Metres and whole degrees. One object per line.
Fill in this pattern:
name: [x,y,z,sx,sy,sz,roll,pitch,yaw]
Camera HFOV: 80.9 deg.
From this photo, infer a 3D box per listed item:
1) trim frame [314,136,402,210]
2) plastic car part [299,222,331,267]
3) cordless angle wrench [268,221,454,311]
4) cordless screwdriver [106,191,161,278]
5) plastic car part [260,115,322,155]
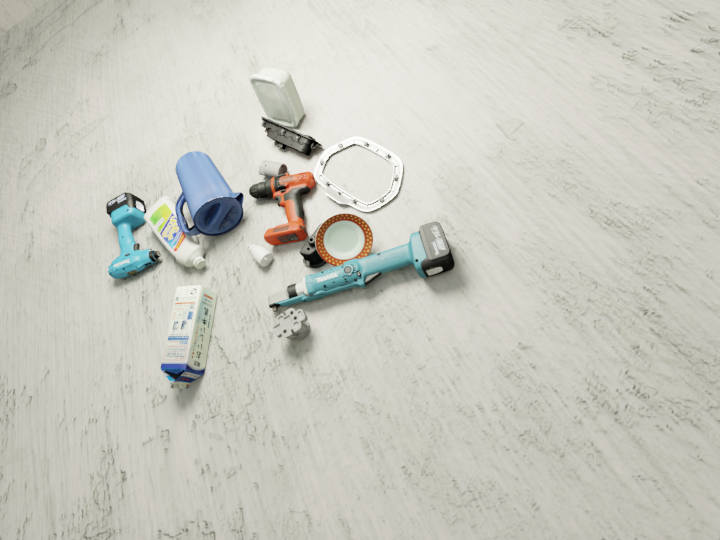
trim frame: [-0.009,-0.246,1.058,0.261,0.026,0.184,39,86,29]
plastic car part: [-0.097,-0.063,0.988,0.069,0.067,0.116,36,81,30]
cordless angle wrench: [-0.017,0.009,0.928,0.431,0.070,0.101,-18,63,16]
cordless screwdriver: [-0.659,-0.110,1.232,0.161,0.071,0.257,-21,66,11]
plastic car part: [-0.199,-0.366,1.166,0.213,0.063,0.067,26,89,28]
